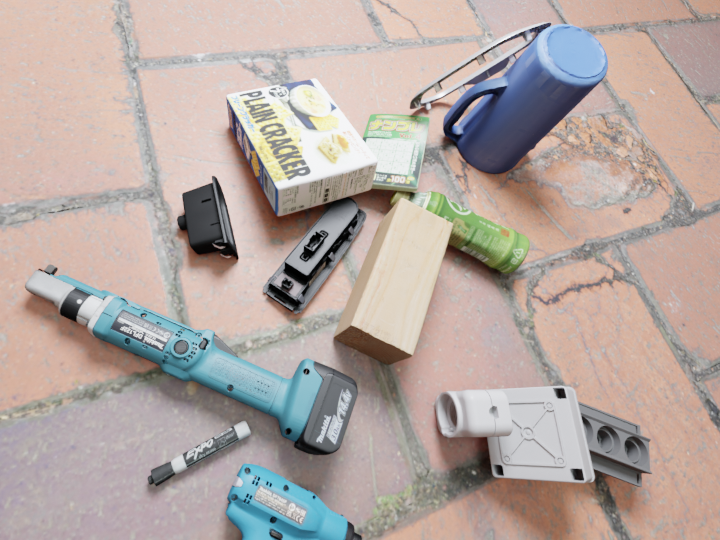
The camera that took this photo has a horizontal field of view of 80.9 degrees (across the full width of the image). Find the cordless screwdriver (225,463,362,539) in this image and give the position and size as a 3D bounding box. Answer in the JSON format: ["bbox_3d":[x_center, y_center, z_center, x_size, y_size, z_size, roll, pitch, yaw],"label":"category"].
[{"bbox_3d":[-0.106,0.353,0.429,0.159,0.074,0.250,26,60,-2],"label":"cordless screwdriver"}]

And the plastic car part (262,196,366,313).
[{"bbox_3d":[-0.060,-0.040,0.618,0.069,0.065,0.202,26,58,17],"label":"plastic car part"}]

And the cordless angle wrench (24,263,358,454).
[{"bbox_3d":[-0.214,0.098,0.518,0.423,0.074,0.098,24,64,0],"label":"cordless angle wrench"}]

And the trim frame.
[{"bbox_3d":[0.191,-0.333,0.710,0.180,0.256,0.027,-35,100,-50],"label":"trim frame"}]

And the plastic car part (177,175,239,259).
[{"bbox_3d":[-0.221,-0.069,0.599,0.070,0.064,0.120,-19,70,-7],"label":"plastic car part"}]
